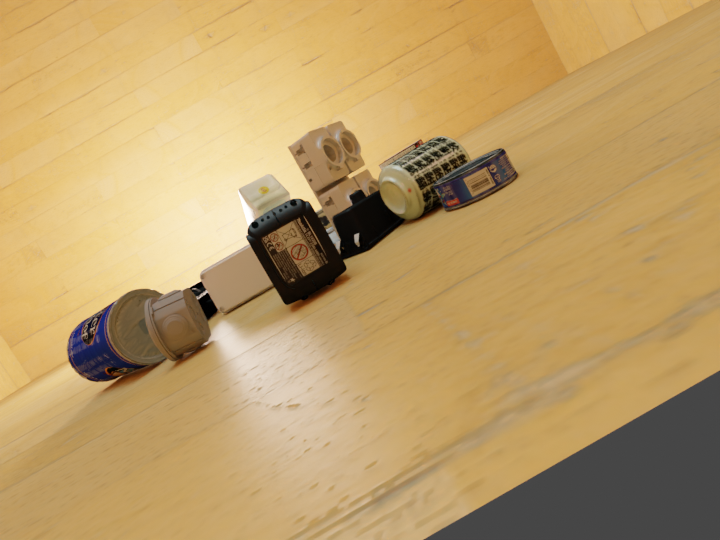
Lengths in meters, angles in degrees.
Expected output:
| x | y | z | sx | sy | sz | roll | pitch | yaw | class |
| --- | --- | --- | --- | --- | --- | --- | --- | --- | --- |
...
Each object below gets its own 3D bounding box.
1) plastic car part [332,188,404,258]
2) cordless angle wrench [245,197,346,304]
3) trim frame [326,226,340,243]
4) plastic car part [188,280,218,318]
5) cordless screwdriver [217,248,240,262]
| x | y | z | sx | sy | sz | roll | pitch | yaw | class |
| --- | --- | --- | --- | --- | --- | --- | --- | --- | --- |
| 0.005 | -0.072 | 0.571 | 0.068 | 0.070 | 0.114 | -20 | 17 | 46 | plastic car part |
| -0.105 | -0.038 | 0.617 | 0.074 | 0.096 | 0.431 | -31 | 10 | -7 | cordless angle wrench |
| -0.081 | -0.053 | 0.827 | 0.243 | 0.027 | 0.190 | -35 | 11 | -33 | trim frame |
| -0.284 | 0.056 | 0.764 | 0.067 | 0.065 | 0.204 | -19 | 11 | 5 | plastic car part |
| -0.371 | 0.049 | 0.998 | 0.255 | 0.073 | 0.157 | -27 | 10 | 34 | cordless screwdriver |
